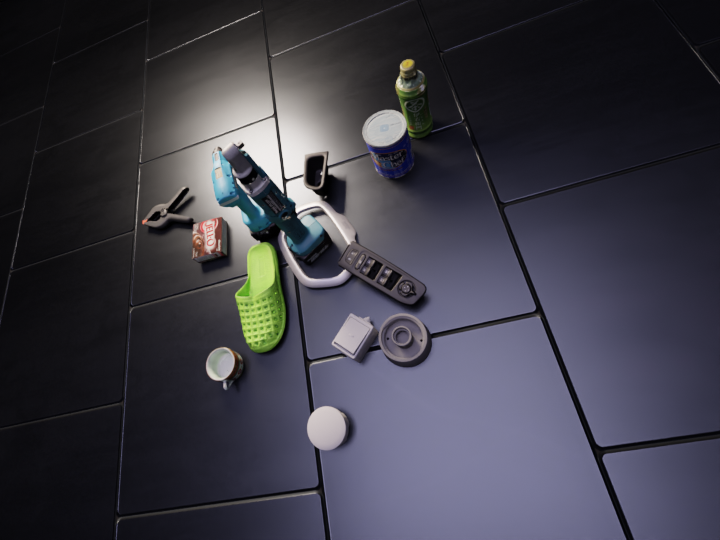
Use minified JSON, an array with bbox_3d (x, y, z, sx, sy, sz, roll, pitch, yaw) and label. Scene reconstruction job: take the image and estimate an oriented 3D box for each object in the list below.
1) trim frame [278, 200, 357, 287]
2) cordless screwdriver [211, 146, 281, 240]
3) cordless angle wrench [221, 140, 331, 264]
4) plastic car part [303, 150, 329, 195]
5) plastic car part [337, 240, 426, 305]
[{"bbox_3d":[-0.102,-0.067,1.048,0.184,0.026,0.260,-35,61,3],"label":"trim frame"},{"bbox_3d":[-0.287,-0.185,1.043,0.075,0.237,0.165,-23,64,7],"label":"cordless screwdriver"},{"bbox_3d":[-0.172,-0.131,0.885,0.098,0.404,0.078,-43,65,-3],"label":"cordless angle wrench"},{"bbox_3d":[-0.109,-0.242,1.100,0.068,0.068,0.119,-5,67,16],"label":"plastic car part"},{"bbox_3d":[0.049,0.014,0.939,0.213,0.064,0.066,31,80,27],"label":"plastic car part"}]
